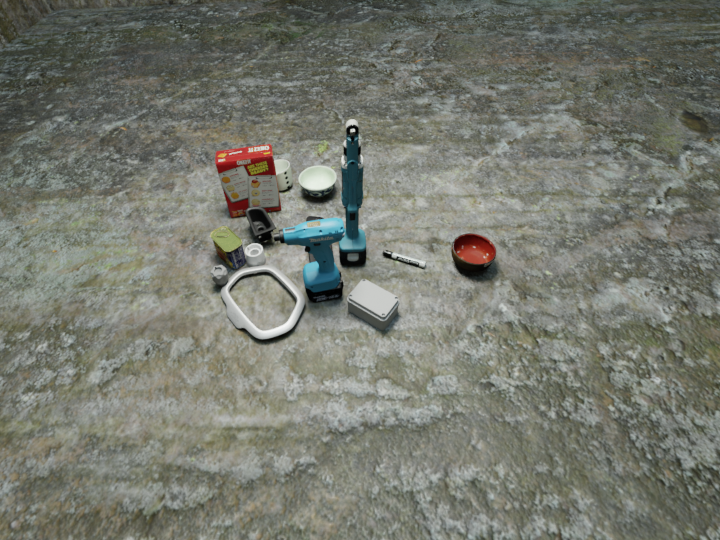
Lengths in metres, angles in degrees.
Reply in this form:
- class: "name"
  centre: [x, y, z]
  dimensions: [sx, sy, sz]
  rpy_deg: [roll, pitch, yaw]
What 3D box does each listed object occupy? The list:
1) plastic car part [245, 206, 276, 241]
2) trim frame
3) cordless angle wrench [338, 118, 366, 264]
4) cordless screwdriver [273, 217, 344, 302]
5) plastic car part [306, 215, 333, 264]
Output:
- class: "plastic car part"
  centre: [-0.294, -0.130, 1.244]
  dimensions: [0.065, 0.068, 0.123]
  rpy_deg: [-21, 51, -16]
- class: "trim frame"
  centre: [-0.255, 0.075, 1.089]
  dimensions: [0.181, 0.026, 0.262]
  rpy_deg: [-34, 55, -24]
- class: "cordless angle wrench"
  centre: [-0.020, -0.180, 1.042]
  dimensions: [0.074, 0.409, 0.101]
  rpy_deg: [-1, 49, -2]
- class: "cordless screwdriver"
  centre: [-0.118, -0.022, 1.023]
  dimensions: [0.158, 0.240, 0.077]
  rpy_deg: [-7, 49, -6]
- class: "plastic car part"
  centre: [-0.116, -0.076, 1.186]
  dimensions: [0.066, 0.065, 0.211]
  rpy_deg: [-8, 49, -5]
